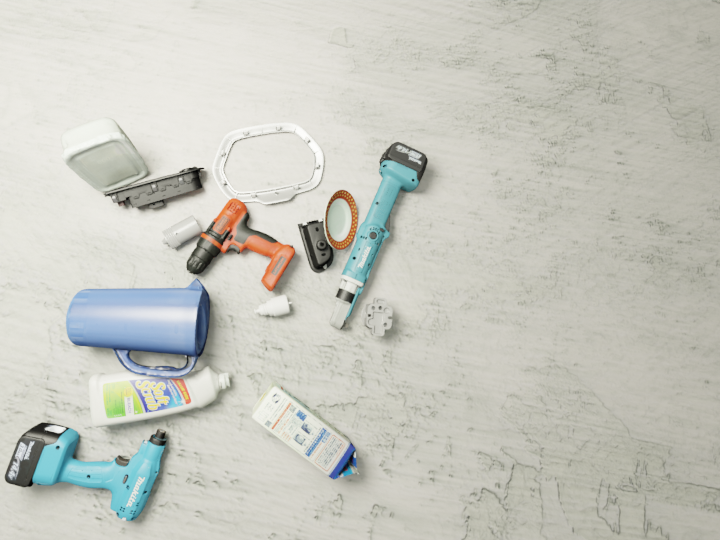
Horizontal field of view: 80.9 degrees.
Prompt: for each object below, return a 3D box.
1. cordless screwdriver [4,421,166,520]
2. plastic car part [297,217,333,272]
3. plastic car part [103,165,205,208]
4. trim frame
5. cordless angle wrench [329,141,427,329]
[{"bbox_3d":[-0.500,0.347,0.791,0.245,0.075,0.160,22,79,-8],"label":"cordless screwdriver"},{"bbox_3d":[-0.089,-0.058,0.906,0.065,0.071,0.118,-14,82,-10],"label":"plastic car part"},{"bbox_3d":[-0.419,-0.170,0.884,0.201,0.068,0.066,-23,98,-10],"label":"plastic car part"},{"bbox_3d":[-0.203,-0.239,0.940,0.245,0.028,0.185,-11,84,-11],"label":"trim frame"},{"bbox_3d":[0.024,-0.074,0.925,0.097,0.075,0.424,24,82,-5],"label":"cordless angle wrench"}]
